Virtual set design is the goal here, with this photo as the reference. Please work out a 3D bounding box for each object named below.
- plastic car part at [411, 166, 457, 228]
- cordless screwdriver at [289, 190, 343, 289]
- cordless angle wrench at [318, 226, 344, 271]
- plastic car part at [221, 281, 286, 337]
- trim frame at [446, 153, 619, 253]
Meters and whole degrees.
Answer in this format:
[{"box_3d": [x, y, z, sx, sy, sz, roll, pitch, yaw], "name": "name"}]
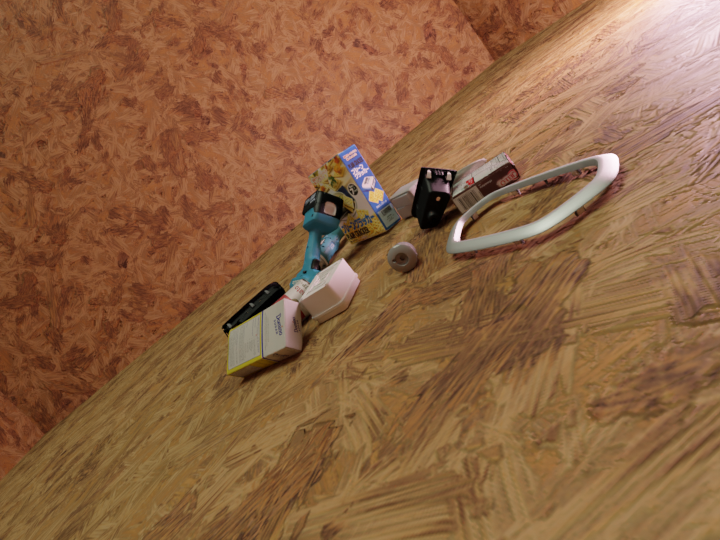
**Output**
[{"box_3d": [0.133, -0.123, 0.777, 0.073, 0.066, 0.113, -87, 5, -48], "name": "plastic car part"}, {"box_3d": [-0.097, -0.063, 0.991, 0.164, 0.071, 0.251, -15, 61, 60], "name": "cordless screwdriver"}, {"box_3d": [-0.090, -0.077, 1.221, 0.100, 0.072, 0.424, -32, 18, 32], "name": "cordless angle wrench"}, {"box_3d": [-0.268, 0.105, 1.118, 0.070, 0.064, 0.201, -8, 33, 50], "name": "plastic car part"}, {"box_3d": [0.216, -0.085, 0.569, 0.182, 0.027, 0.255, -47, 15, -26], "name": "trim frame"}]
